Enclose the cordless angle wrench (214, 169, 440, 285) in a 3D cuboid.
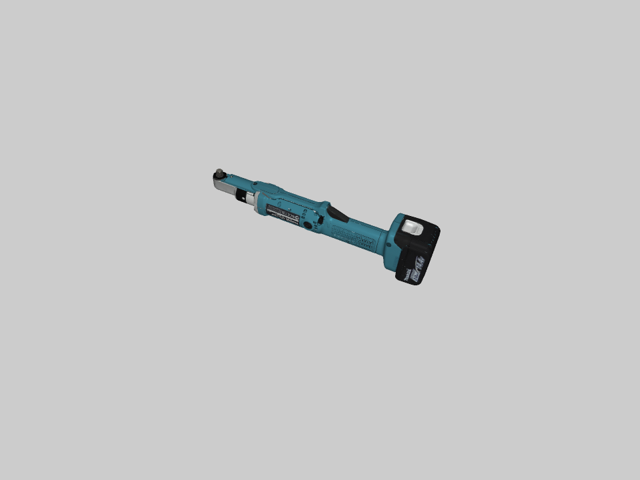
[{"bbox_3d":[-0.009,-0.043,0.751,0.423,0.098,0.074,20,48,15],"label":"cordless angle wrench"}]
